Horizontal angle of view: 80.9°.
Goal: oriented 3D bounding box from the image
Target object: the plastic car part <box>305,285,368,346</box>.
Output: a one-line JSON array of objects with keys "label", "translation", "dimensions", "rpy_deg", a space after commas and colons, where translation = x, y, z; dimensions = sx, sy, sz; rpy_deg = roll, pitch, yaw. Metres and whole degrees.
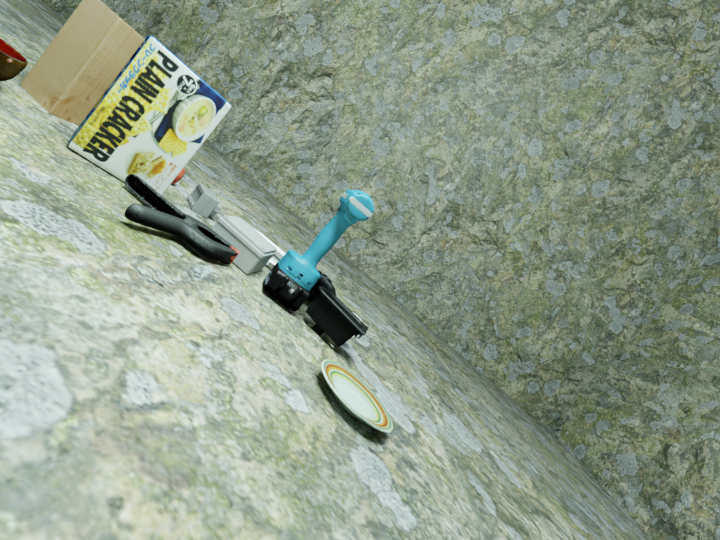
[{"label": "plastic car part", "translation": [-0.051, 0.091, 0.769], "dimensions": [0.119, 0.071, 0.065], "rpy_deg": [41, 5, 8]}]

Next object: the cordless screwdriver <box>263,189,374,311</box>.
[{"label": "cordless screwdriver", "translation": [-0.078, -0.051, 0.793], "dimensions": [0.072, 0.249, 0.163], "rpy_deg": [39, 5, -16]}]

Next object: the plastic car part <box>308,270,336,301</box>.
[{"label": "plastic car part", "translation": [-0.091, 0.041, 0.954], "dimensions": [0.066, 0.067, 0.203], "rpy_deg": [40, 5, -4]}]

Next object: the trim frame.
[{"label": "trim frame", "translation": [-0.224, -0.050, 0.993], "dimensions": [0.252, 0.027, 0.181], "rpy_deg": [41, 5, 6]}]
